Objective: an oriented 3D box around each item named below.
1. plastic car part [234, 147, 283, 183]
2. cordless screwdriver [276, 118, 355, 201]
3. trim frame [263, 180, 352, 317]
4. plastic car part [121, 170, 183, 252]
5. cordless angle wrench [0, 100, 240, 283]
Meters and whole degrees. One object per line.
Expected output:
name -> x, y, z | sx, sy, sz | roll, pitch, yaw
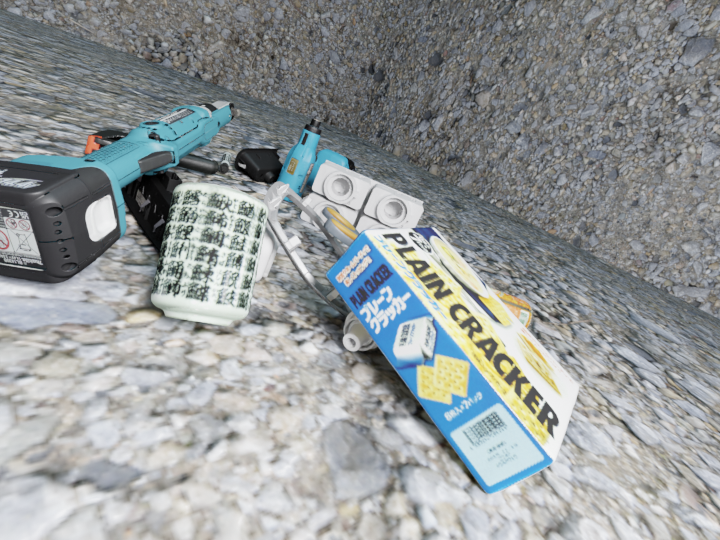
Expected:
plastic car part -> -0.200, -0.210, 0.872 | 0.073, 0.066, 0.113 | 43, 27, 11
cordless screwdriver -> -0.082, -0.226, 0.886 | 0.076, 0.158, 0.243 | 29, 18, 11
trim frame -> -0.052, -0.034, 0.531 | 0.179, 0.028, 0.253 | 51, 10, -16
plastic car part -> -0.221, -0.073, 0.494 | 0.063, 0.067, 0.215 | 14, 23, -46
cordless angle wrench -> -0.228, -0.136, 0.470 | 0.099, 0.072, 0.430 | 7, 32, 2
